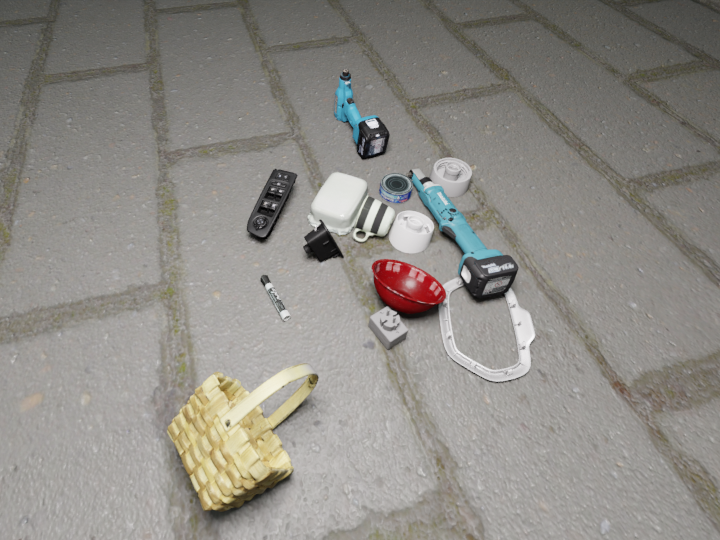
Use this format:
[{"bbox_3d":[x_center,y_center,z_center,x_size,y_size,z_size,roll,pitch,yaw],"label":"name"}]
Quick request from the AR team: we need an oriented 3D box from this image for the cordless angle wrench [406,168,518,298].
[{"bbox_3d":[0.213,-0.121,1.007,0.096,0.072,0.443,-12,47,-13],"label":"cordless angle wrench"}]

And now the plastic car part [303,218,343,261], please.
[{"bbox_3d":[-0.093,-0.061,0.948,0.071,0.111,0.069,-35,60,0],"label":"plastic car part"}]

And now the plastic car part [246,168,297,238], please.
[{"bbox_3d":[-0.220,-0.157,1.038,0.067,0.066,0.205,18,58,1],"label":"plastic car part"}]

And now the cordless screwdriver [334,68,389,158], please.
[{"bbox_3d":[-0.006,-0.450,1.212,0.073,0.155,0.260,-18,57,-18],"label":"cordless screwdriver"}]

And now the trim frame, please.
[{"bbox_3d":[0.256,0.105,0.867,0.185,0.027,0.255,3,51,1],"label":"trim frame"}]
